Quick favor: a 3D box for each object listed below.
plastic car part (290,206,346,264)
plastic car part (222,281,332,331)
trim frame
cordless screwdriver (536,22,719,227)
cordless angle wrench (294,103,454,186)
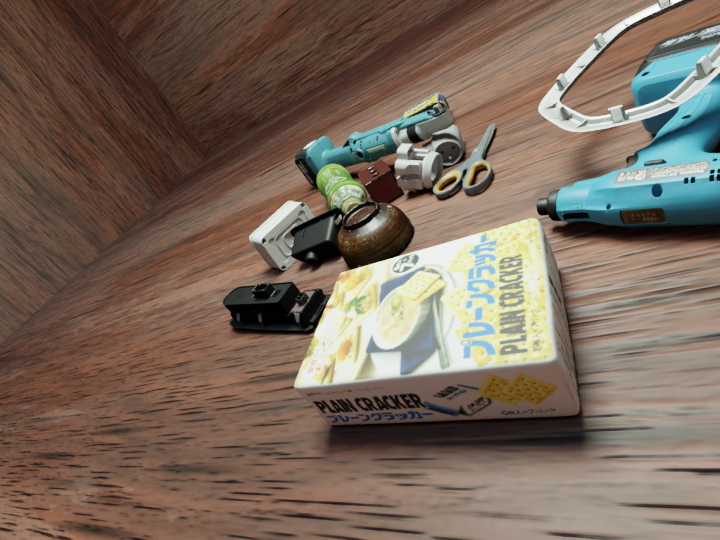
[{"bbox_3d":[-0.067,-0.044,0.689,0.120,0.062,0.072,-20,44,34],"label":"plastic car part"},{"bbox_3d":[-0.139,0.050,0.617,0.211,0.064,0.066,-10,43,44],"label":"plastic car part"},{"bbox_3d":[0.301,-0.227,0.433,0.247,0.026,0.193,-45,31,-9],"label":"trim frame"},{"bbox_3d":[0.290,-0.136,0.417,0.167,0.071,0.248,1,48,49],"label":"cordless screwdriver"},{"bbox_3d":[0.012,-0.245,0.838,0.074,0.094,0.443,-47,27,-24],"label":"cordless angle wrench"}]
